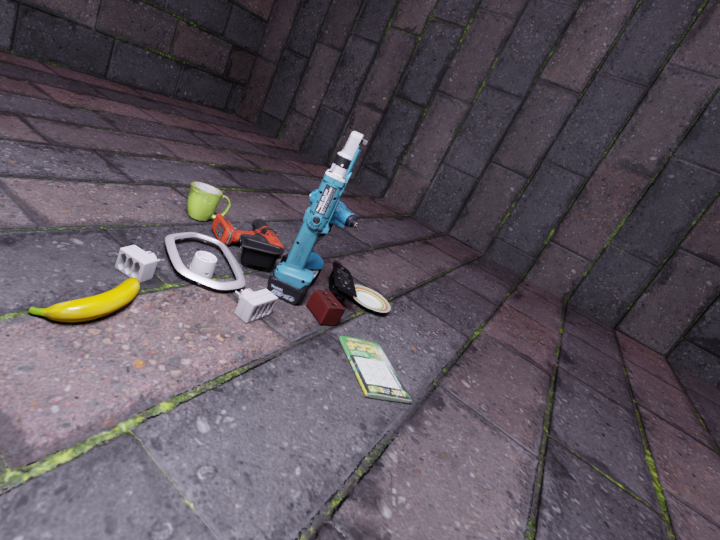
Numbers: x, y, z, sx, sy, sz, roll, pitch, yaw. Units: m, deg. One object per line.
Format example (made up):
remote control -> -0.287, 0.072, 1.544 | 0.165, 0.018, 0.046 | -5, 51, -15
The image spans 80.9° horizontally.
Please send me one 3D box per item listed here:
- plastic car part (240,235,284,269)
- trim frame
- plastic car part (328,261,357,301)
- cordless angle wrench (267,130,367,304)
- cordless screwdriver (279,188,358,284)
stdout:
plastic car part -> -0.261, -0.037, 1.090 | 0.112, 0.070, 0.069 | 18, 20, -21
trim frame -> -0.365, -0.026, 1.003 | 0.175, 0.027, 0.263 | 8, 25, -39
plastic car part -> -0.055, 0.035, 1.160 | 0.065, 0.067, 0.208 | 22, 19, -12
cordless angle wrench -> -0.097, -0.119, 0.973 | 0.097, 0.421, 0.075 | 26, 19, -4
cordless screwdriver -> -0.107, -0.070, 1.095 | 0.168, 0.247, 0.071 | 39, 22, 33
